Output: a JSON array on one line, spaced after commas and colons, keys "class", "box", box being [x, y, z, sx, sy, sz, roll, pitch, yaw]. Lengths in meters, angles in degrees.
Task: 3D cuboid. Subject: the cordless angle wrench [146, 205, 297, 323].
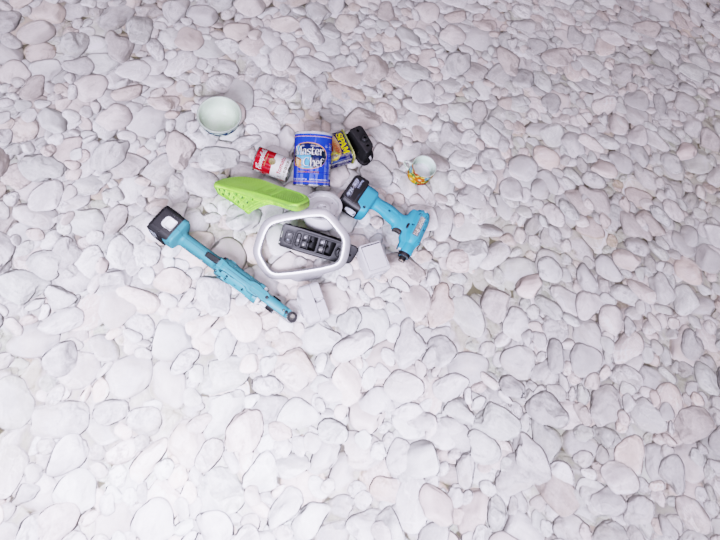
[{"class": "cordless angle wrench", "box": [-0.331, -0.001, 1.044, 0.424, 0.098, 0.074, 36, 70, 2]}]

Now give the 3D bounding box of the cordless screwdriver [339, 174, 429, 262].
[{"class": "cordless screwdriver", "box": [0.054, -0.139, 1.146, 0.248, 0.074, 0.159, 29, 69, -1]}]

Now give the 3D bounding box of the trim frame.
[{"class": "trim frame", "box": [-0.149, -0.060, 1.067, 0.249, 0.028, 0.181, -10, 100, 2]}]

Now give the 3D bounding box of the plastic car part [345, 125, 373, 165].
[{"class": "plastic car part", "box": [0.002, -0.371, 1.223, 0.065, 0.070, 0.120, -27, 74, -16]}]

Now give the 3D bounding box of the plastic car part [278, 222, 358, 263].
[{"class": "plastic car part", "box": [-0.108, -0.071, 1.106, 0.204, 0.067, 0.066, 18, 107, 2]}]
